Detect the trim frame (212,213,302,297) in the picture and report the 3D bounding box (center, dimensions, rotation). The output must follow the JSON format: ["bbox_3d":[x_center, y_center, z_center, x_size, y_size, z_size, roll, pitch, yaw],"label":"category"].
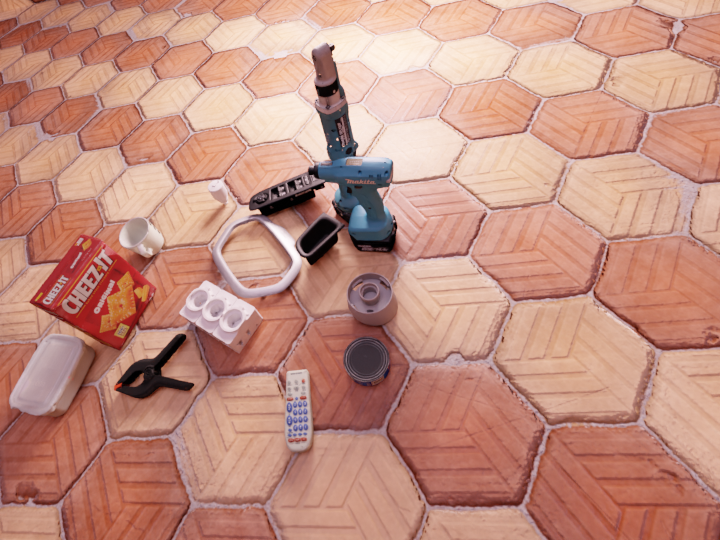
[{"bbox_3d":[-0.243,-0.038,0.988,0.183,0.026,0.262,-37,57,-11],"label":"trim frame"}]

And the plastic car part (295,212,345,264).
[{"bbox_3d":[-0.092,-0.060,0.939,0.069,0.068,0.116,32,70,28],"label":"plastic car part"}]

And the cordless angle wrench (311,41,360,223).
[{"bbox_3d":[-0.038,-0.250,0.844,0.097,0.405,0.078,-37,60,-13],"label":"cordless angle wrench"}]

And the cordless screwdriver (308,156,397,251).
[{"bbox_3d":[-0.007,-0.135,0.862,0.164,0.238,0.075,6,60,15],"label":"cordless screwdriver"}]

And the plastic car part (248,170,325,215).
[{"bbox_3d":[-0.179,-0.188,1.046,0.203,0.064,0.069,-18,56,2],"label":"plastic car part"}]
